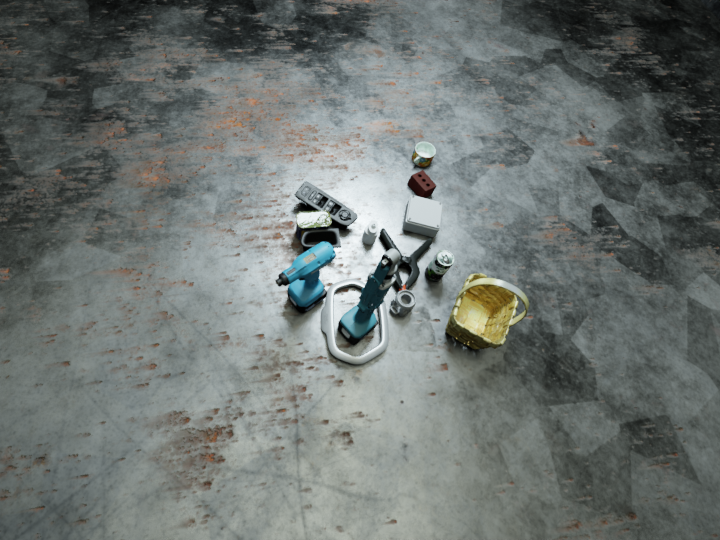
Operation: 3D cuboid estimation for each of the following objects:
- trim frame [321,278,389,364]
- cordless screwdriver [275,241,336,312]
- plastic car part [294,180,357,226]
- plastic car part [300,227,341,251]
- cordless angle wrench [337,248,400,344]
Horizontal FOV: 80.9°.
[{"bbox_3d":[-0.016,0.134,1.160,0.182,0.027,0.256,0,60,-7],"label":"trim frame"},{"bbox_3d":[-0.149,0.034,1.078,0.156,0.245,0.077,-34,74,-24],"label":"cordless screwdriver"},{"bbox_3d":[-0.107,-0.193,1.316,0.207,0.066,0.066,31,61,11],"label":"plastic car part"},{"bbox_3d":[-0.122,-0.080,1.247,0.115,0.070,0.068,-4,62,-10],"label":"plastic car part"},{"bbox_3d":[0.026,0.062,0.982,0.096,0.416,0.077,-37,75,-26],"label":"cordless angle wrench"}]
